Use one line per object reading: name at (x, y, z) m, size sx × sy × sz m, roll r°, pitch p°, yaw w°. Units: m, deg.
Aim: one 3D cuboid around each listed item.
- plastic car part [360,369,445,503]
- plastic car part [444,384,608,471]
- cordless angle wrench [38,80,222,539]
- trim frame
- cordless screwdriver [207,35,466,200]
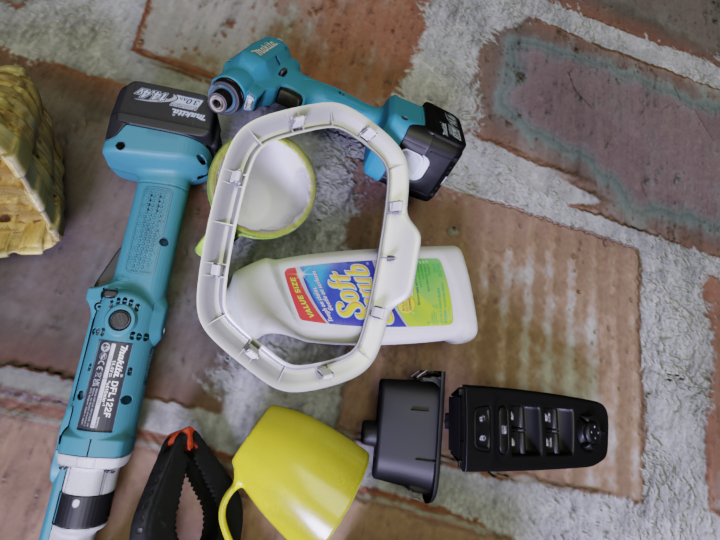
plastic car part at (0.037, 0.148, 0.394) m, size 0.072 × 0.065 × 0.118 m, roll 9°, pitch 75°, yaw 4°
plastic car part at (0.155, 0.150, 0.399) m, size 0.196 × 0.068 × 0.068 m, roll 11°, pitch 67°, yaw -22°
cordless angle wrench at (-0.203, 0.043, 0.366) m, size 0.096 × 0.075 × 0.428 m, roll 8°, pitch 74°, yaw -11°
trim frame at (-0.035, -0.023, 0.356) m, size 0.178 × 0.028 × 0.250 m, roll 13°, pitch 82°, yaw -20°
cordless screwdriver at (-0.022, -0.152, 0.429) m, size 0.247 × 0.074 × 0.161 m, roll 24°, pitch 39°, yaw -4°
